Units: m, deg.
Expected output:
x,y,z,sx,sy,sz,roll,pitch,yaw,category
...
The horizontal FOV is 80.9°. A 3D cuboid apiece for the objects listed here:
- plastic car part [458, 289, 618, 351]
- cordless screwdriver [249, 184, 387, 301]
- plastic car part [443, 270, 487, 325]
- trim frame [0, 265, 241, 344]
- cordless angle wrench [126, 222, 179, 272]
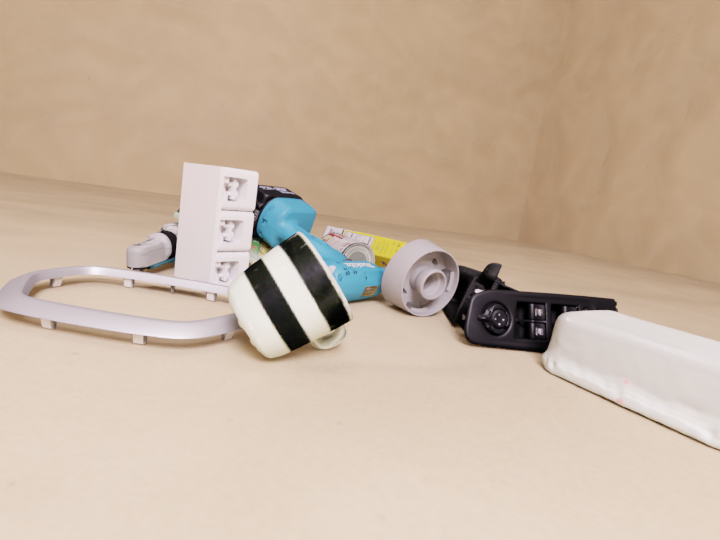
x,y,z,sx,sy,sz,roll,pitch,yaw,category
0.198,0.057,0.489,0.197,0.066,0.069,5,-1,-19,plastic car part
-0.062,-0.041,0.638,0.151,0.074,0.263,-1,32,-48,cordless screwdriver
0.154,0.043,0.564,0.072,0.066,0.115,25,6,3,plastic car part
-0.210,0.028,0.408,0.249,0.027,0.185,7,11,0,trim frame
-0.259,-0.063,0.715,0.075,0.097,0.422,6,13,3,cordless angle wrench
